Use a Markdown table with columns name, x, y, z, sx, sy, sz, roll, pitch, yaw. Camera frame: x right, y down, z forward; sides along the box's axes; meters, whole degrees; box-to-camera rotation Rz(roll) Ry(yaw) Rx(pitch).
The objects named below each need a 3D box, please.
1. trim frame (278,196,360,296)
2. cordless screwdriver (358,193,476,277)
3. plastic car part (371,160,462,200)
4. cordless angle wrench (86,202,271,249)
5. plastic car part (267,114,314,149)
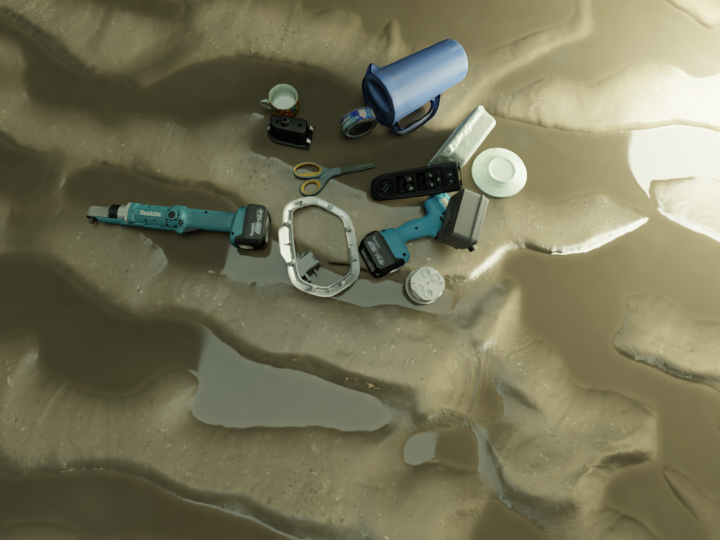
| name | x | y | z | sx | sy | sz | roll | pitch | yaw |
| --- | --- | --- | --- | --- | --- | --- | --- | --- | --- |
| trim frame | -0.092 | -0.060 | 0.940 | 0.179 | 0.027 | 0.255 | -1 | 66 | -17 |
| cordless screwdriver | 0.131 | -0.062 | 0.950 | 0.246 | 0.073 | 0.163 | -31 | 78 | -12 |
| plastic car part | 0.123 | -0.206 | 0.969 | 0.207 | 0.068 | 0.064 | -8 | 116 | 14 |
| cordless angle wrench | -0.421 | -0.116 | 0.968 | 0.426 | 0.073 | 0.099 | 6 | 76 | 4 |
| plastic car part | -0.174 | -0.345 | 1.025 | 0.116 | 0.070 | 0.067 | 11 | 75 | -2 |
